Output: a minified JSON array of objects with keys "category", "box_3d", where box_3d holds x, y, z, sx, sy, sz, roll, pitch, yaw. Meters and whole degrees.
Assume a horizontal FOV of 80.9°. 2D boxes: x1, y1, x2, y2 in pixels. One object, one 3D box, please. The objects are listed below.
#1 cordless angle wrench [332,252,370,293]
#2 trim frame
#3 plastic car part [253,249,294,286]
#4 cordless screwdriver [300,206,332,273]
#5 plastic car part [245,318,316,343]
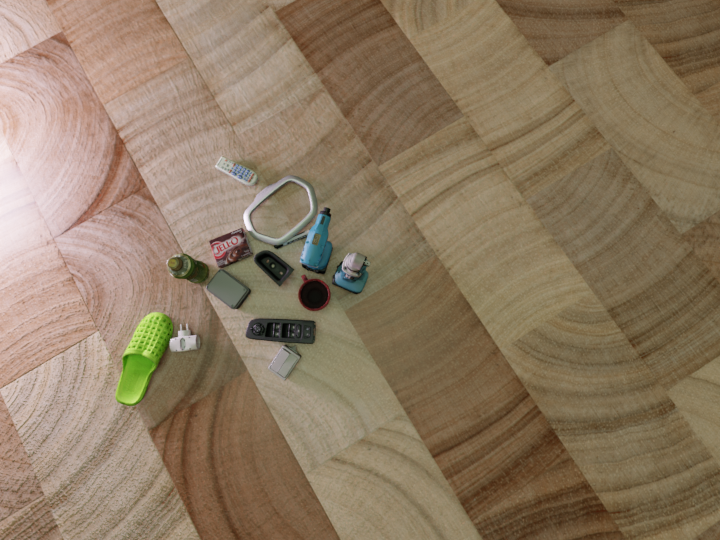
[{"category":"cordless angle wrench","box_3d":[-0.020,0.000,1.084,0.098,0.419,0.074,24,82,0]},{"category":"trim frame","box_3d":[-0.248,-0.190,1.324,0.248,0.027,0.187,-43,81,-6]},{"category":"plastic car part","box_3d":[-0.261,-0.012,1.269,0.118,0.070,0.066,40,83,6]},{"category":"cordless screwdriver","box_3d":[-0.116,-0.076,1.188,0.075,0.247,0.160,18,82,-1]},{"category":"plastic car part","box_3d":[-0.232,0.175,1.236,0.204,0.066,0.067,3,81,2]}]
